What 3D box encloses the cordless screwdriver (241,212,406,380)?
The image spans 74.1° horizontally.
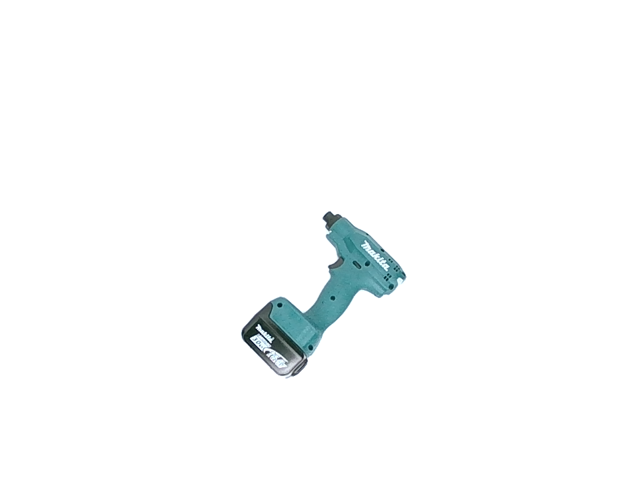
[{"bbox_3d":[-0.010,0.075,0.628,0.248,0.159,0.074,-39,-15,-17],"label":"cordless screwdriver"}]
